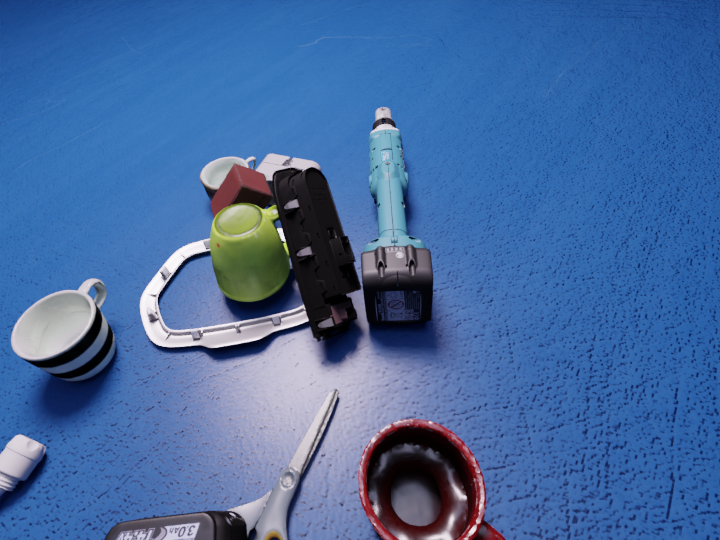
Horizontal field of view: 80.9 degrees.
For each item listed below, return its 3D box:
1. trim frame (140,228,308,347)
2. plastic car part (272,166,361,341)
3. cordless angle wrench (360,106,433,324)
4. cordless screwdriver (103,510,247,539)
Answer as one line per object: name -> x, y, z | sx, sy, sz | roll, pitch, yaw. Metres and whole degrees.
trim frame -> -0.160, 0.017, 0.544 | 0.247, 0.026, 0.192 | -9, 51, -3
plastic car part -> -0.046, -0.030, 0.472 | 0.063, 0.069, 0.206 | -11, 77, -46
cordless angle wrench -> 0.040, -0.122, 0.598 | 0.075, 0.094, 0.435 | -4, 47, 4
cordless screwdriver -> -0.106, 0.296, 0.263 | 0.160, 0.072, 0.256 | -5, 59, 2
